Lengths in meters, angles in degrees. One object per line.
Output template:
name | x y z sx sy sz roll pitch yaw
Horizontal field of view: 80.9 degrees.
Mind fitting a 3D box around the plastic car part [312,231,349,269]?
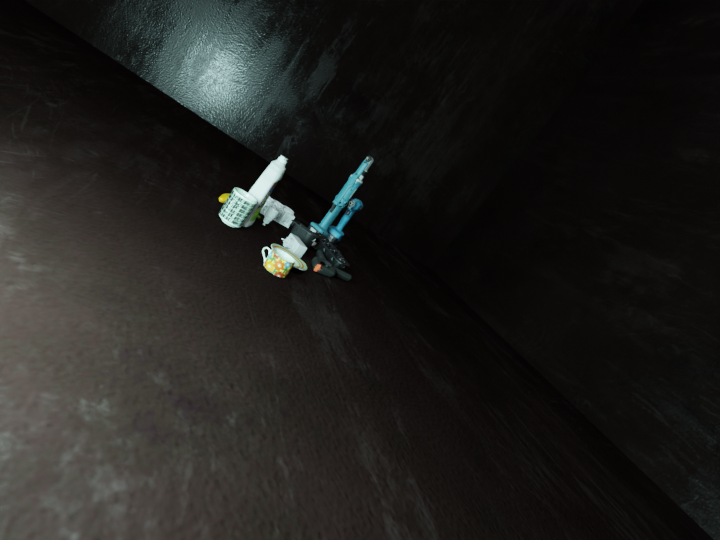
plastic car part | -0.122 -0.067 1.618 0.214 0.067 0.063 43 13 35

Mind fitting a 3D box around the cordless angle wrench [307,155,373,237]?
cordless angle wrench | -0.079 -0.286 1.730 0.078 0.423 0.094 42 12 22

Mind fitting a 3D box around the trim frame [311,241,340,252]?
trim frame | -0.172 -0.113 1.763 0.254 0.027 0.180 37 11 10

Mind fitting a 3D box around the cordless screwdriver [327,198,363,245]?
cordless screwdriver | -0.084 -0.211 1.859 0.076 0.249 0.156 38 11 7

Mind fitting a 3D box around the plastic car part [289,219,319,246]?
plastic car part | -0.218 -0.130 1.579 0.121 0.071 0.063 40 11 20
